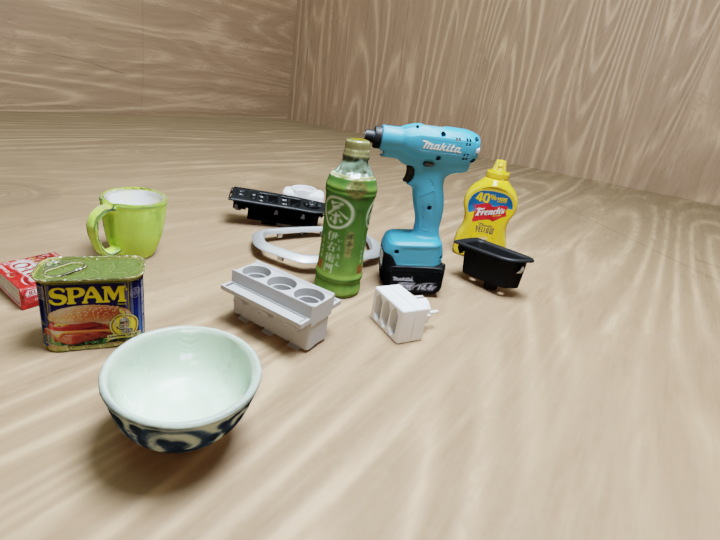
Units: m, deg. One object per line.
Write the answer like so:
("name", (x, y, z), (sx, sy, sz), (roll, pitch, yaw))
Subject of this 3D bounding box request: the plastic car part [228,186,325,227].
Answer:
("plastic car part", (-0.166, -0.123, 0.862), (0.200, 0.066, 0.068), (4, 22, -8))

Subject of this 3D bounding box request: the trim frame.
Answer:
("trim frame", (-0.075, -0.049, 0.767), (0.239, 0.027, 0.195), (-9, 28, -33))

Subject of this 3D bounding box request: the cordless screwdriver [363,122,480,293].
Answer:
("cordless screwdriver", (0.069, -0.092, 0.633), (0.159, 0.244, 0.076), (8, 21, -2))

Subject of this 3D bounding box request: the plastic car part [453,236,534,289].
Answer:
("plastic car part", (0.215, -0.006, 0.697), (0.063, 0.070, 0.123), (-9, 28, -36))
